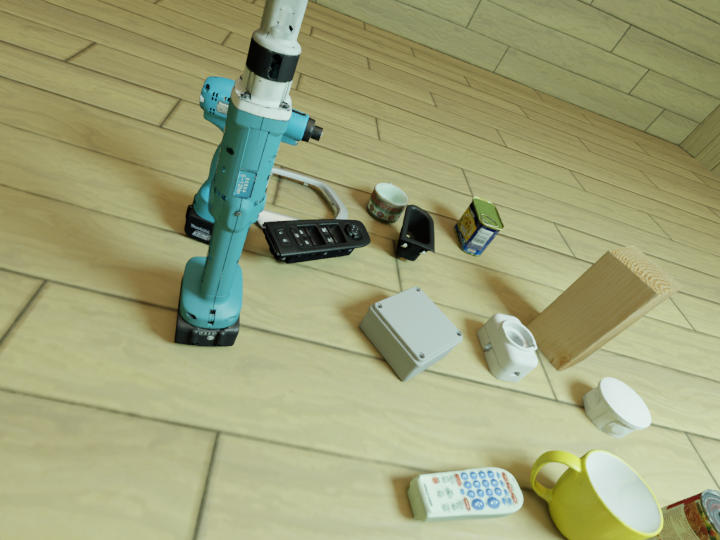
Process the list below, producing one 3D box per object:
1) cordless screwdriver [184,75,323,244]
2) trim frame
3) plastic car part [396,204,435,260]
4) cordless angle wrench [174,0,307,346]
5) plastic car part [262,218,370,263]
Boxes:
[{"bbox_3d":[-0.163,-0.137,0.609,0.157,0.247,0.076,20,40,-10],"label":"cordless screwdriver"},{"bbox_3d":[-0.142,-0.134,0.789,0.243,0.027,0.190,14,40,-12],"label":"trim frame"},{"bbox_3d":[0.096,-0.063,0.795,0.065,0.070,0.118,21,39,-7],"label":"plastic car part"},{"bbox_3d":[-0.124,-0.074,0.423,0.072,0.420,0.102,9,43,-24],"label":"cordless angle wrench"},{"bbox_3d":[-0.068,-0.044,0.696,0.195,0.066,0.069,-12,53,-36],"label":"plastic car part"}]
